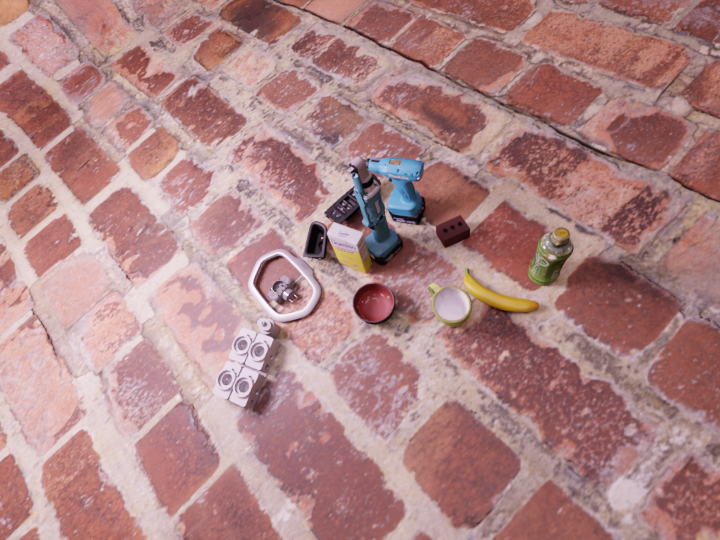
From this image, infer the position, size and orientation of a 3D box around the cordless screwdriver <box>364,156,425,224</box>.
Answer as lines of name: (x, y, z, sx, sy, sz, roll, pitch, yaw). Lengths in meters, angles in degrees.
cordless screwdriver: (0.097, -0.224, 1.164, 0.165, 0.238, 0.075, 14, 69, 19)

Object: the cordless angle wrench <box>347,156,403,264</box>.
cordless angle wrench: (0.032, -0.144, 1.047, 0.097, 0.405, 0.078, -44, 64, -9)

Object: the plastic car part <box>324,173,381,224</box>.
plastic car part: (-0.015, -0.210, 1.290, 0.202, 0.064, 0.069, -46, 63, -9)

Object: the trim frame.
trim frame: (-0.226, 0.041, 1.249, 0.183, 0.026, 0.261, -43, 61, -7)

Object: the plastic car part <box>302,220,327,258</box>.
plastic car part: (-0.123, -0.080, 1.255, 0.068, 0.068, 0.118, 2, 65, 15)
